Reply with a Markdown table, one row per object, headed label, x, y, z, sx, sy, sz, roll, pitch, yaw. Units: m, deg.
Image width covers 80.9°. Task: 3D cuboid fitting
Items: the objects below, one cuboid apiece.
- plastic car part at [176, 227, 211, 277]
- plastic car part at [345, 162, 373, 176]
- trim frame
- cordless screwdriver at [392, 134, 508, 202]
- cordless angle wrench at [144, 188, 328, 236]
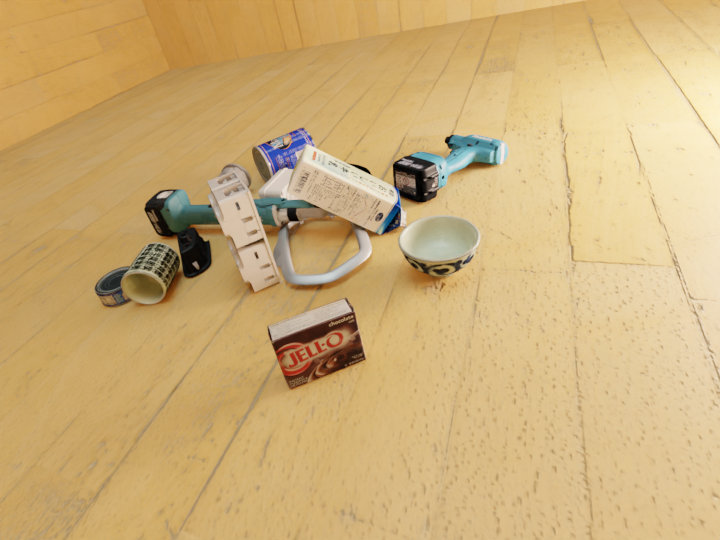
| label | x | y | z | sx | sy | sz | roll | pitch | yaw |
| --- | --- | --- | --- | --- | --- | --- | --- | --- | --- |
| plastic car part | -0.344 | -0.047 | 0.855 | 0.065 | 0.068 | 0.122 | -22 | 34 | -10 |
| plastic car part | -0.064 | -0.219 | 0.986 | 0.213 | 0.063 | 0.067 | 12 | 53 | 32 |
| trim frame | -0.079 | -0.051 | 0.804 | 0.184 | 0.026 | 0.259 | -16 | 38 | -2 |
| cordless screwdriver | 0.175 | -0.239 | 0.921 | 0.244 | 0.071 | 0.168 | -27 | 38 | -22 |
| cordless angle wrench | -0.266 | -0.125 | 0.903 | 0.438 | 0.094 | 0.075 | 2 | 39 | 22 |
